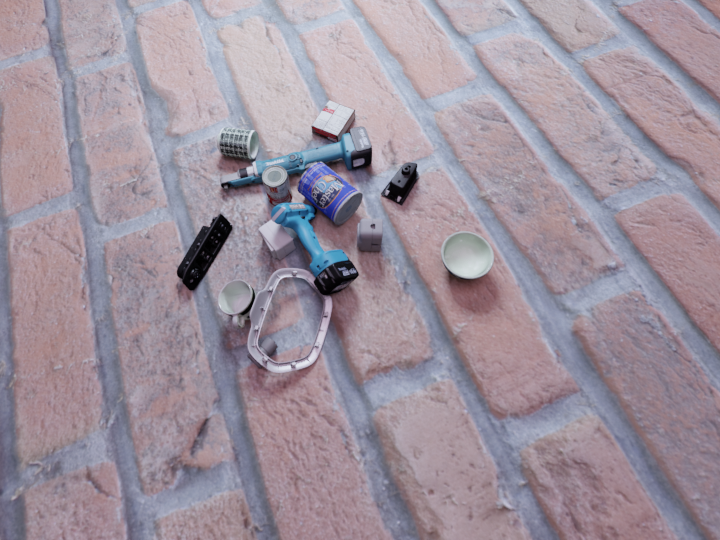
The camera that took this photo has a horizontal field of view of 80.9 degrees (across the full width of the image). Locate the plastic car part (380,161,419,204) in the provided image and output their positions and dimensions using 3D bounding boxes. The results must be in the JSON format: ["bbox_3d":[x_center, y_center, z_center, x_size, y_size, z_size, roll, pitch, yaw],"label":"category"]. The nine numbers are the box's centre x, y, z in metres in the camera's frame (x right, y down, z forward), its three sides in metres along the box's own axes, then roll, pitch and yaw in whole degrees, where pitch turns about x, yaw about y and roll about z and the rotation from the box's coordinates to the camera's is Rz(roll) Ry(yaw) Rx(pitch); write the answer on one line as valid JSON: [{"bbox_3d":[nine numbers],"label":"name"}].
[{"bbox_3d":[0.113,-0.244,1.123,0.068,0.069,0.116,30,74,11],"label":"plastic car part"}]

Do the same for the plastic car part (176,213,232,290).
[{"bbox_3d":[-0.404,-0.050,1.072,0.069,0.063,0.205,12,67,17],"label":"plastic car part"}]

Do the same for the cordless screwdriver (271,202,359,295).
[{"bbox_3d":[-0.102,-0.066,1.038,0.075,0.153,0.255,-43,76,28],"label":"cordless screwdriver"}]

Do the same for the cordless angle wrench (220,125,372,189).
[{"bbox_3d":[-0.182,-0.296,1.167,0.423,0.072,0.101,-14,66,-1],"label":"cordless angle wrench"}]

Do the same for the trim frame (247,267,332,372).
[{"bbox_3d":[-0.161,0.110,0.974,0.181,0.028,0.251,21,68,-9],"label":"trim frame"}]
